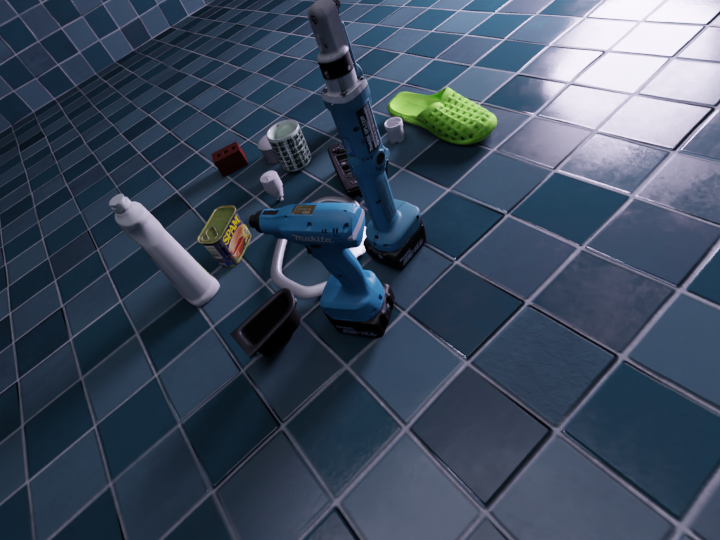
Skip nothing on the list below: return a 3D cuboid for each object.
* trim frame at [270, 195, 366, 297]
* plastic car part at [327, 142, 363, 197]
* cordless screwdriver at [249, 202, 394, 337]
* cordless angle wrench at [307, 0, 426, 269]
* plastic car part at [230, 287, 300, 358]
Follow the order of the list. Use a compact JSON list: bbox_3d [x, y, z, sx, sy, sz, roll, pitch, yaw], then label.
[{"bbox_3d":[-0.079,-0.052,0.809,0.189,0.026,0.254,-8,49,18],"label":"trim frame"},{"bbox_3d":[-0.018,-0.211,0.891,0.066,0.064,0.213,-24,46,2],"label":"plastic car part"},{"bbox_3d":[-0.047,-0.001,0.606,0.166,0.236,0.075,5,53,26],"label":"cordless screwdriver"},{"bbox_3d":[0.010,-0.166,0.606,0.079,0.402,0.097,27,64,37],"label":"cordless angle wrench"},{"bbox_3d":[-0.138,0.094,0.683,0.116,0.067,0.070,-43,48,-15],"label":"plastic car part"}]
